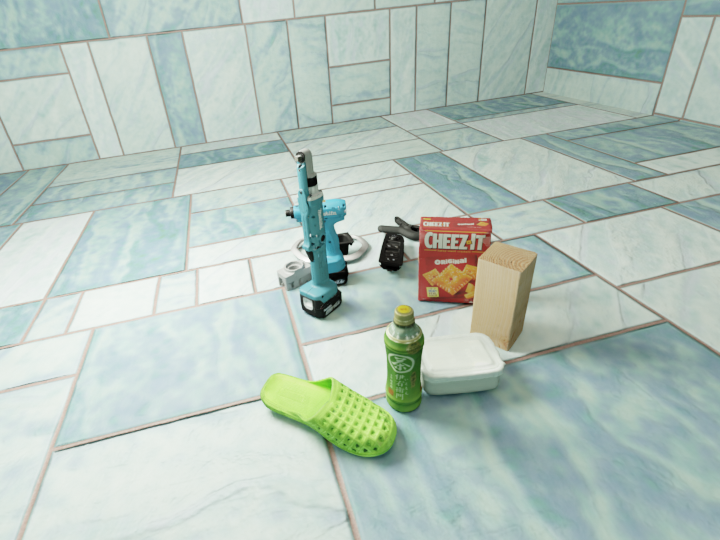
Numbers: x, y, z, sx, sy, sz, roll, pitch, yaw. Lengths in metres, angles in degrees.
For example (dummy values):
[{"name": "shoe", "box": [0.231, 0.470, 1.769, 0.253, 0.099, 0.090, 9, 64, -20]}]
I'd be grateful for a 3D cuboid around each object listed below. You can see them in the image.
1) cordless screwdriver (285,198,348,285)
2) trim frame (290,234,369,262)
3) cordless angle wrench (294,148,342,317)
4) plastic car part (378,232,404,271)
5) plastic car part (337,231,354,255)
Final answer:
[{"name": "cordless screwdriver", "box": [-0.112, -0.073, 1.146, 0.159, 0.241, 0.077, -5, 30, -1]}, {"name": "trim frame", "box": [-0.098, -0.072, 1.343, 0.249, 0.027, 0.190, -6, 32, 0]}, {"name": "cordless angle wrench", "box": [-0.110, -0.081, 1.000, 0.078, 0.410, 0.096, 20, 37, 34]}, {"name": "plastic car part", "box": [0.094, -0.050, 1.239, 0.067, 0.065, 0.206, 1, 33, 9]}, {"name": "plastic car part", "box": [-0.082, -0.068, 1.294, 0.115, 0.069, 0.069, -12, 32, -11]}]
